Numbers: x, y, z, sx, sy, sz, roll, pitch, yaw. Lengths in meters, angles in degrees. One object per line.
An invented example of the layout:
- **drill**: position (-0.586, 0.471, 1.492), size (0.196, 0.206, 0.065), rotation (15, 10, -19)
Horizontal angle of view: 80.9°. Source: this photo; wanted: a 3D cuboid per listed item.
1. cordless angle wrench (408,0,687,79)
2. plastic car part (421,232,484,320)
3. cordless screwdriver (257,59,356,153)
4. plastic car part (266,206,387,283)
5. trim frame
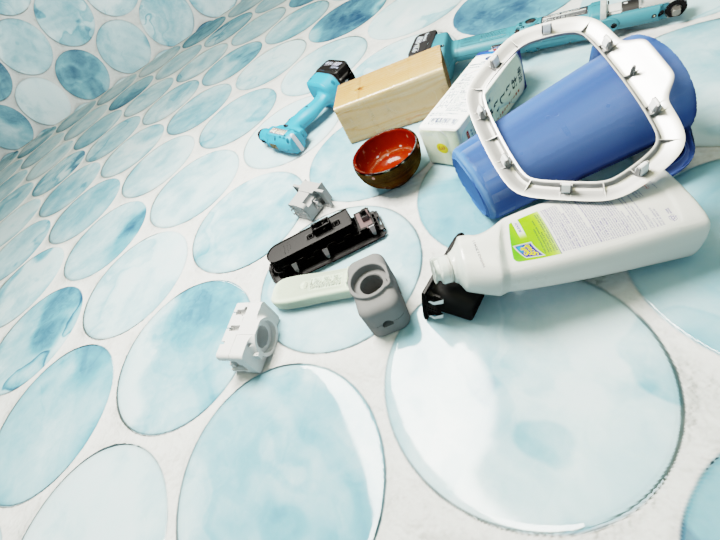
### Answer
- **cordless angle wrench**: position (0.302, -0.416, 0.750), size (0.442, 0.070, 0.099), rotation (3, 55, 31)
- **plastic car part**: position (0.129, 0.011, 0.503), size (0.074, 0.063, 0.116), rotation (26, 65, 27)
- **cordless screwdriver**: position (-0.128, -0.378, 0.983), size (0.169, 0.070, 0.248), rotation (27, 74, 44)
- **plastic car part**: position (-0.065, -0.043, 0.665), size (0.205, 0.063, 0.069), rotation (-28, 50, 12)
- **trim frame**: position (0.225, -0.185, 0.467), size (0.188, 0.026, 0.257), rotation (-22, 62, 18)
